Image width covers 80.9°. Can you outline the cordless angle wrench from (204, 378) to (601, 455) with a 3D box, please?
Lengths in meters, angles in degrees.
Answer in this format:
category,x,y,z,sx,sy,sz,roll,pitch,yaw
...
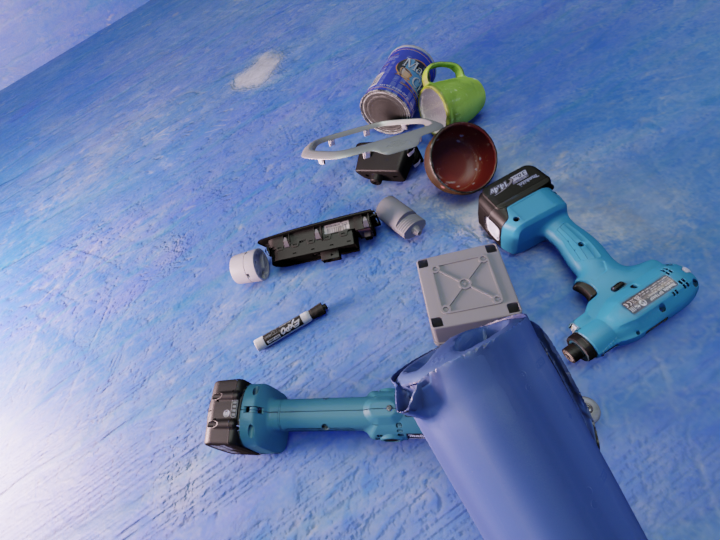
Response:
category,x,y,z,sx,sy,sz,roll,pitch,yaw
cordless angle wrench,0.033,0.164,0.480,0.432,0.093,0.076,-6,57,14

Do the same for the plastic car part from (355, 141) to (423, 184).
category,x,y,z,sx,sy,sz,roll,pitch,yaw
plastic car part,0.042,-0.186,0.751,0.122,0.062,0.071,6,72,30

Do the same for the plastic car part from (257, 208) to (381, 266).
category,x,y,z,sx,sy,sz,roll,pitch,yaw
plastic car part,-0.068,-0.044,0.692,0.207,0.064,0.068,-8,79,15

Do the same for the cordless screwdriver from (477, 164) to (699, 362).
category,x,y,z,sx,sy,sz,roll,pitch,yaw
cordless screwdriver,0.244,-0.015,0.533,0.159,0.071,0.262,-34,54,-4

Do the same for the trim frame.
category,x,y,z,sx,sy,sz,roll,pitch,yaw
trim frame,0.017,-0.220,0.710,0.243,0.027,0.194,-21,28,-20
